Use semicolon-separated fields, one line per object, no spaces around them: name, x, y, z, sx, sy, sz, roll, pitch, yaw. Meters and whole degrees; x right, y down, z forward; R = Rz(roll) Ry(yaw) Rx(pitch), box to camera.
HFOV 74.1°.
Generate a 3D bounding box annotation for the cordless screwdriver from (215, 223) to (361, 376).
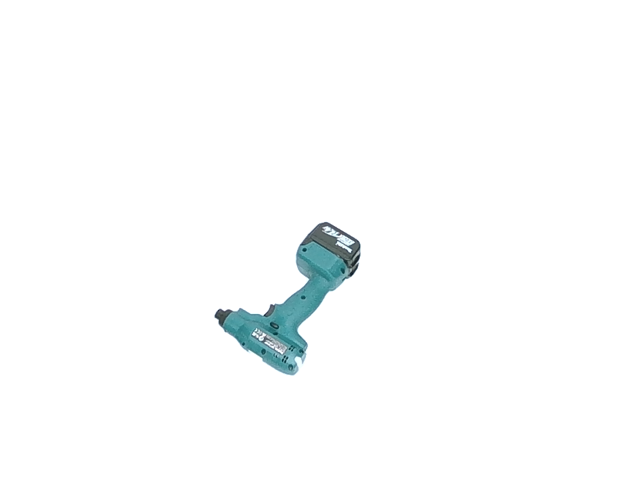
cordless screwdriver;-0.046;0.081;0.707;0.160;0.247;0.074;27;-26;16
